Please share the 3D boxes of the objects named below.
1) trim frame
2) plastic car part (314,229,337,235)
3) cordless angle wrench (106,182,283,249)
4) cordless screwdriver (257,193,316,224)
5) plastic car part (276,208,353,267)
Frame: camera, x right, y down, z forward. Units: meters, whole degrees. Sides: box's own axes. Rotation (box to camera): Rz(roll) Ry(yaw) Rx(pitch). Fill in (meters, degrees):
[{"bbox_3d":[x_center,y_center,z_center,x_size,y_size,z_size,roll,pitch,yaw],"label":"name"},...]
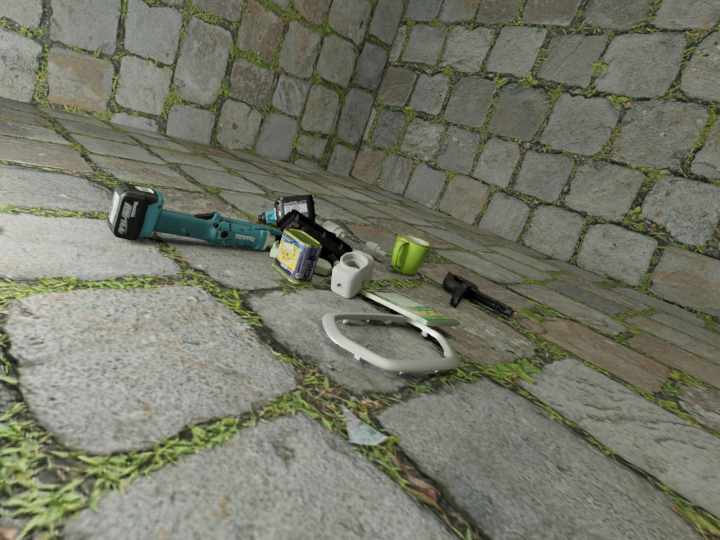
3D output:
[{"bbox_3d":[0.051,0.112,0.694,0.237,0.027,0.195,4,22,-35],"label":"trim frame"},{"bbox_3d":[-0.106,-0.077,1.115,0.123,0.066,0.067,24,1,34],"label":"plastic car part"},{"bbox_3d":[-0.300,-0.088,0.900,0.401,0.097,0.079,9,17,-41],"label":"cordless angle wrench"},{"bbox_3d":[-0.198,-0.149,1.115,0.158,0.074,0.252,-7,6,-8],"label":"cordless screwdriver"},{"bbox_3d":[-0.096,-0.063,0.979,0.193,0.067,0.070,29,30,-32],"label":"plastic car part"}]
